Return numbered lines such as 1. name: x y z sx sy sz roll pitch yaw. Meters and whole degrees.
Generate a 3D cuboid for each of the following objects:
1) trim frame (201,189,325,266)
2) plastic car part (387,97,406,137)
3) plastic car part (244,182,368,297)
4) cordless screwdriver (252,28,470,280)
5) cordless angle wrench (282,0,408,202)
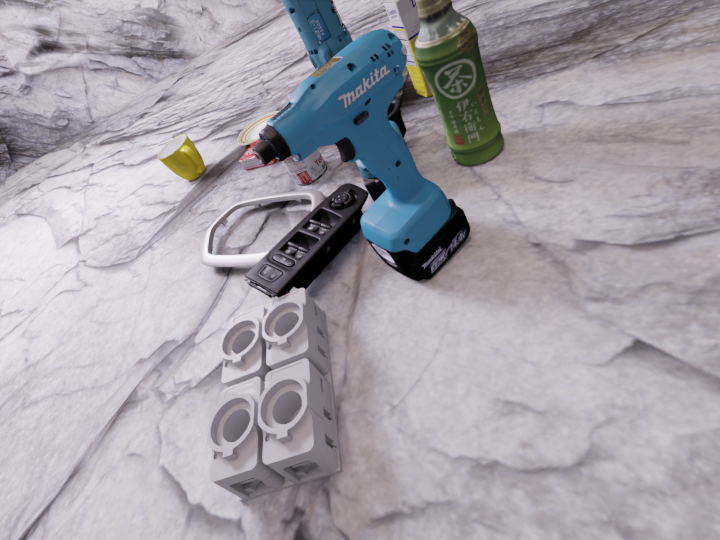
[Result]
1. trim frame: -0.167 -0.074 0.705 0.259 0.026 0.186 -4 48 32
2. plastic car part: 0.025 -0.216 0.681 0.118 0.067 0.068 -22 40 14
3. plastic car part: -0.055 -0.036 0.558 0.070 0.063 0.202 17 61 44
4. cordless screwdriver: 0.011 -0.085 0.426 0.158 0.236 0.079 -42 39 -11
5. cordless angle wrench: -0.035 -0.266 0.509 0.075 0.402 0.101 -22 39 13
